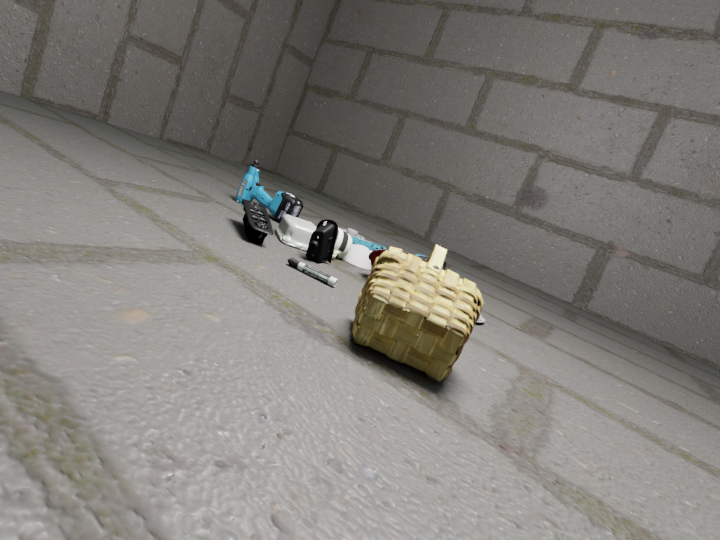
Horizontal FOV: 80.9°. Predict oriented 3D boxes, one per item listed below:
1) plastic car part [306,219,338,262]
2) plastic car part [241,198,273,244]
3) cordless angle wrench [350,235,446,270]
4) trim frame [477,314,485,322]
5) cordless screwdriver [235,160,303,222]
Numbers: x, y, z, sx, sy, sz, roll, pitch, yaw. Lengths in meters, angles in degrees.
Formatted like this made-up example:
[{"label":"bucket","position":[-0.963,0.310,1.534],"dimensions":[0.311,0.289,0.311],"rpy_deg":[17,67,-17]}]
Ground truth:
[{"label":"plastic car part","position":[-0.103,-0.068,1.056],"dimensions":[0.068,0.114,0.070],"rpy_deg":[26,34,16]},{"label":"plastic car part","position":[-0.270,-0.121,1.073],"dimensions":[0.063,0.067,0.213],"rpy_deg":[24,13,-29]},{"label":"cordless angle wrench","position":[0.050,-0.056,1.322],"dimensions":[0.446,0.074,0.093],"rpy_deg":[20,8,32]},{"label":"trim frame","position":[0.225,0.078,1.159],"dimensions":[0.174,0.027,0.263],"rpy_deg":[13,12,-39]},{"label":"cordless screwdriver","position":[-0.312,-0.268,1.458],"dimensions":[0.260,0.158,0.071],"rpy_deg":[29,12,23]}]
